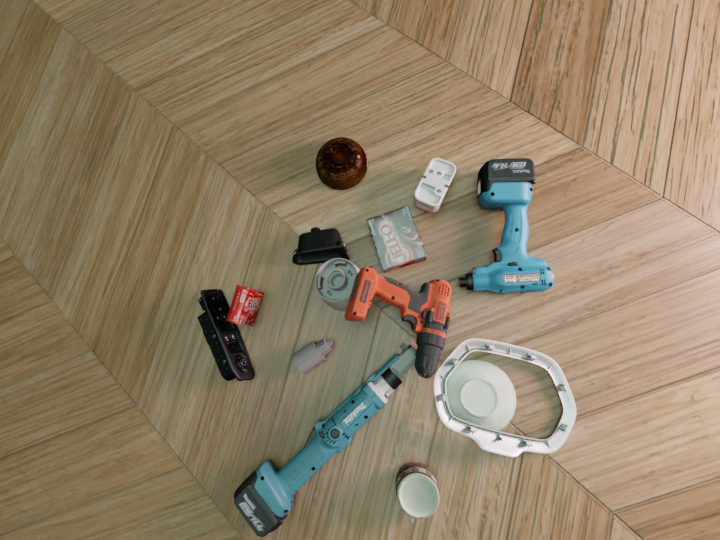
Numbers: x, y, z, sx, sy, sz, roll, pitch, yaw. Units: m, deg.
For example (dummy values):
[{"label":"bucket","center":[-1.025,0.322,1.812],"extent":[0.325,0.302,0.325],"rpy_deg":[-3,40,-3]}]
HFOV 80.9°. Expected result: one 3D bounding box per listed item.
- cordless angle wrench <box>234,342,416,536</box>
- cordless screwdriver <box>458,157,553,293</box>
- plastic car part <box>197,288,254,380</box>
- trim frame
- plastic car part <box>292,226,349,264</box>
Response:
[{"label":"cordless angle wrench","center":[-0.047,0.296,0.780],"extent":[0.422,0.072,0.101],"rpy_deg":[-44,76,-3]},{"label":"cordless screwdriver","center":[0.259,-0.081,0.798],"extent":[0.162,0.072,0.251],"rpy_deg":[-5,81,10]},{"label":"plastic car part","center":[-0.284,0.139,0.863],"extent":[0.067,0.064,0.209],"rpy_deg":[-35,74,11]},{"label":"trim frame","center":[0.252,0.221,0.737],"extent":[0.249,0.027,0.185],"rpy_deg":[14,79,2]},{"label":"plastic car part","center":[-0.085,-0.056,0.871],"extent":[0.119,0.063,0.072],"rpy_deg":[-4,64,12]}]
